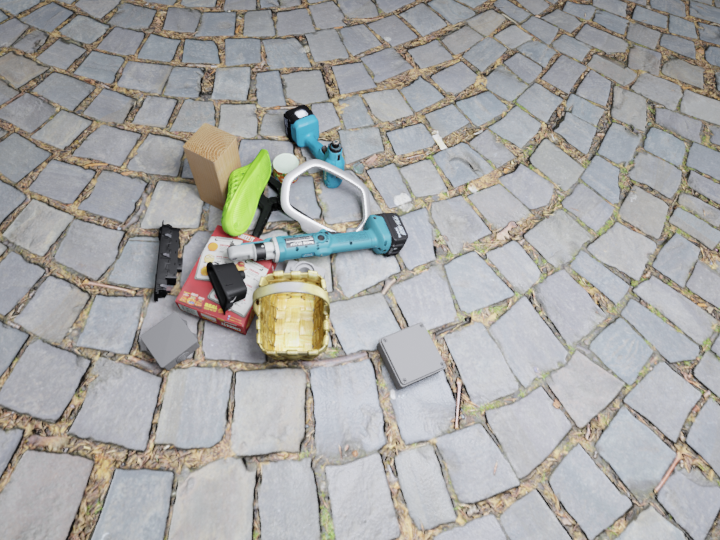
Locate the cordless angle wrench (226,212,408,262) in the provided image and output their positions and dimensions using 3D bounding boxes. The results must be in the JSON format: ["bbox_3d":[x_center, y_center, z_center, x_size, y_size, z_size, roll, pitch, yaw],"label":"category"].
[{"bbox_3d":[-0.096,-0.063,0.986,0.412,0.073,0.102,-9,60,-19],"label":"cordless angle wrench"}]

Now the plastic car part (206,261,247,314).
[{"bbox_3d":[-0.280,0.023,0.909,0.068,0.065,0.121,-12,60,-31],"label":"plastic car part"}]

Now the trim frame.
[{"bbox_3d":[-0.083,-0.171,1.063,0.241,0.028,0.185,25,80,-16],"label":"trim frame"}]

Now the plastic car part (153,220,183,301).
[{"bbox_3d":[-0.457,-0.031,1.005,0.065,0.066,0.210,-4,61,-18],"label":"plastic car part"}]

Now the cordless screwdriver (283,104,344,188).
[{"bbox_3d":[-0.121,-0.354,1.142,0.073,0.155,0.259,-26,65,-18],"label":"cordless screwdriver"}]
